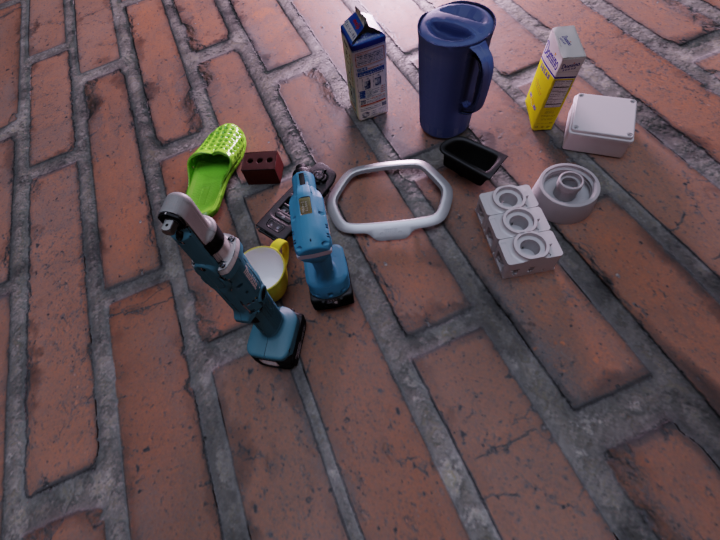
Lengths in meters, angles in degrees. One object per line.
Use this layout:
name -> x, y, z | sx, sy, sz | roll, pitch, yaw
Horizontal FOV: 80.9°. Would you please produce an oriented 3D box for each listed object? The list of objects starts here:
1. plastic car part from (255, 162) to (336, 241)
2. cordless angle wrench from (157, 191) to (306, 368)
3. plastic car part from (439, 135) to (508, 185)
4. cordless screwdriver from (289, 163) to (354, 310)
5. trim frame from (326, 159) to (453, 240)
plastic car part -> -0.117, -0.131, 0.846 | 0.069, 0.064, 0.202 | 28, 69, 21
cordless angle wrench -> -0.154, 0.031, 0.563 | 0.076, 0.407, 0.099 | 6, 63, 9
plastic car part -> 0.212, -0.208, 0.826 | 0.122, 0.068, 0.065 | 34, 71, 24
cordless screwdriver -> -0.067, -0.044, 0.686 | 0.074, 0.239, 0.165 | -12, 61, 0
trim frame -> 0.055, -0.144, 0.843 | 0.252, 0.026, 0.189 | -5, 60, 8
